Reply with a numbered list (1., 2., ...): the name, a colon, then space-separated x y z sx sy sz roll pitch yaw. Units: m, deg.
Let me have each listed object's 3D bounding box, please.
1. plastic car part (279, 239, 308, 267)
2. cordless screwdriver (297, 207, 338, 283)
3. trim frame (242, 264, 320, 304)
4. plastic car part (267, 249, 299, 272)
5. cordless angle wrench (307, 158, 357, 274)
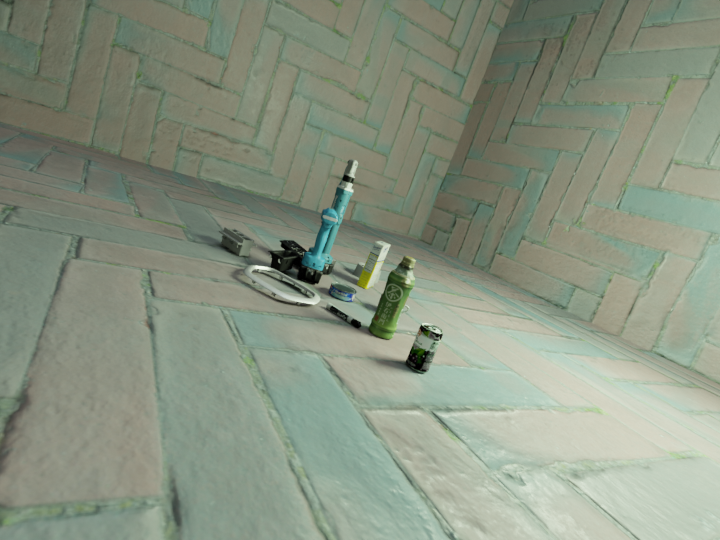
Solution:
1. plastic car part: -0.224 -0.049 1.527 0.063 0.067 0.215 9 15 -44
2. cordless screwdriver: -0.137 -0.090 1.402 0.073 0.247 0.162 18 11 -10
3. trim frame: -0.227 0.040 1.208 0.260 0.027 0.177 25 13 25
4. plastic car part: -0.248 -0.026 1.371 0.069 0.070 0.112 25 12 25
5. cordless angle wrench: -0.092 -0.193 1.519 0.070 0.421 0.104 10 14 -44
